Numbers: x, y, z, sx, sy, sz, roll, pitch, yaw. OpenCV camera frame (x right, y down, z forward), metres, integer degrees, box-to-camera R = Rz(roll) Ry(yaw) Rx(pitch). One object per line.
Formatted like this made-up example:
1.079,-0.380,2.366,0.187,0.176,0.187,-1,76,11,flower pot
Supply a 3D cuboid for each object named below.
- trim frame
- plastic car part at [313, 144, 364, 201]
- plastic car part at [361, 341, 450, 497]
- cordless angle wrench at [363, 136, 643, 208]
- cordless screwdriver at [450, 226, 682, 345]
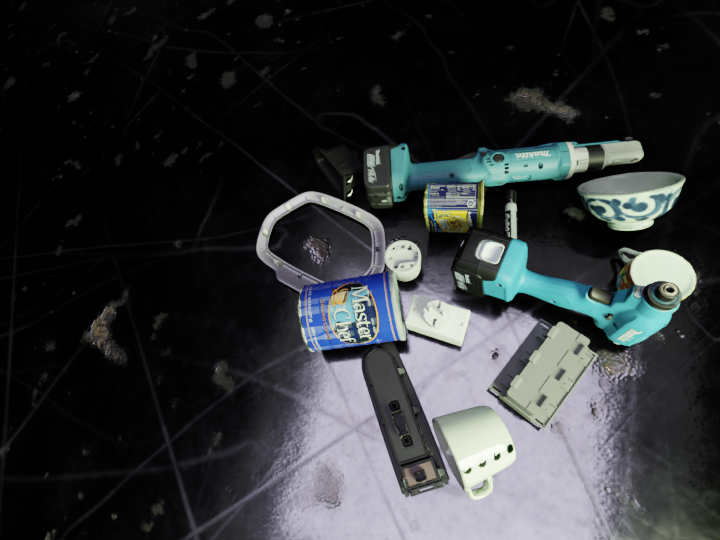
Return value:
-0.072,-0.047,0.740,0.259,0.026,0.184,27,77,23,trim frame
-0.032,-0.196,0.782,0.070,0.064,0.122,-24,59,-14,plastic car part
0.049,0.193,0.582,0.067,0.064,0.211,-25,60,10,plastic car part
0.219,-0.170,0.691,0.431,0.071,0.100,-3,67,12,cordless angle wrench
0.251,0.014,0.550,0.260,0.152,0.074,23,74,24,cordless screwdriver
